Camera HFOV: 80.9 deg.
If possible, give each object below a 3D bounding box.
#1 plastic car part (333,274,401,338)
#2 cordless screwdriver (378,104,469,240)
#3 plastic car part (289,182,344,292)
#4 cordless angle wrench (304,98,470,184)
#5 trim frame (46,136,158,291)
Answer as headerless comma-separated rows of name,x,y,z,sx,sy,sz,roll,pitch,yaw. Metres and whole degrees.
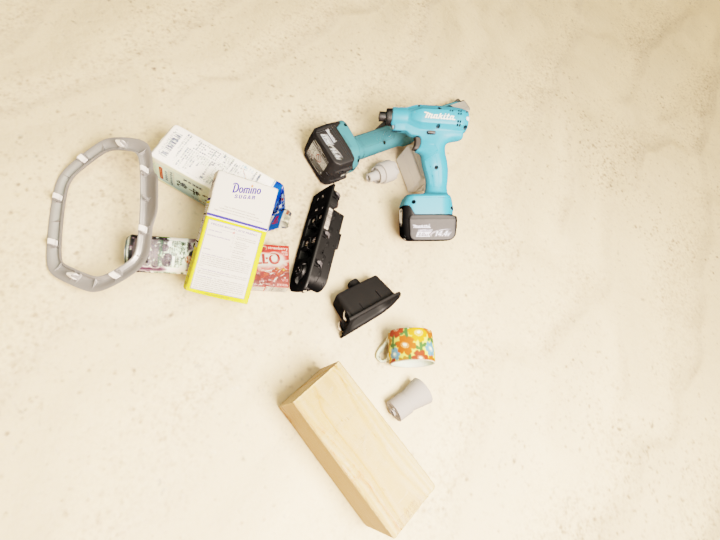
plastic car part,0.001,0.048,0.704,0.114,0.065,0.074,-30,68,-31
cordless screwdriver,0.105,-0.177,0.770,0.160,0.074,0.249,5,90,1
plastic car part,-0.070,-0.046,0.720,0.064,0.069,0.205,36,56,-34
cordless angle wrench,0.083,-0.287,0.867,0.412,0.075,0.100,-27,81,-29
trim frame,-0.373,-0.090,0.612,0.186,0.026,0.255,-11,68,7
